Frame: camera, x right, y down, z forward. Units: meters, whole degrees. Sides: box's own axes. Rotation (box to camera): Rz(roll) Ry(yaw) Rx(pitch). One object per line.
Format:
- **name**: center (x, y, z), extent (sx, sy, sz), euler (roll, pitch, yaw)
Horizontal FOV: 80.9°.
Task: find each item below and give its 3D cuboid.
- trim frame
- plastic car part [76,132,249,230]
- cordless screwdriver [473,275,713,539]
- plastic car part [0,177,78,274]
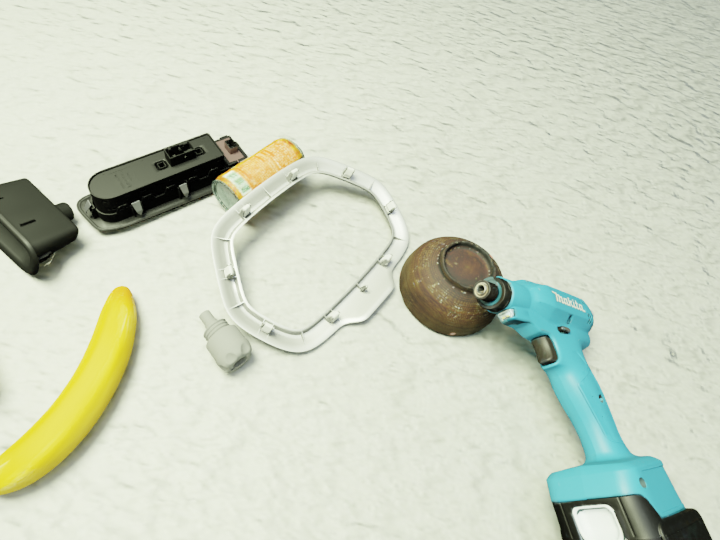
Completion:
- **trim frame**: center (-0.045, -0.029, 0.460), extent (0.184, 0.028, 0.245), euler (46, 59, 1)
- **plastic car part**: center (-0.219, -0.108, 0.485), extent (0.199, 0.067, 0.068), euler (-32, 79, -22)
- **cordless screwdriver**: center (0.180, 0.121, 0.362), extent (0.151, 0.075, 0.257), euler (17, 50, -33)
- **plastic car part**: center (-0.338, -0.052, 0.434), extent (0.119, 0.065, 0.070), euler (36, 45, 8)
